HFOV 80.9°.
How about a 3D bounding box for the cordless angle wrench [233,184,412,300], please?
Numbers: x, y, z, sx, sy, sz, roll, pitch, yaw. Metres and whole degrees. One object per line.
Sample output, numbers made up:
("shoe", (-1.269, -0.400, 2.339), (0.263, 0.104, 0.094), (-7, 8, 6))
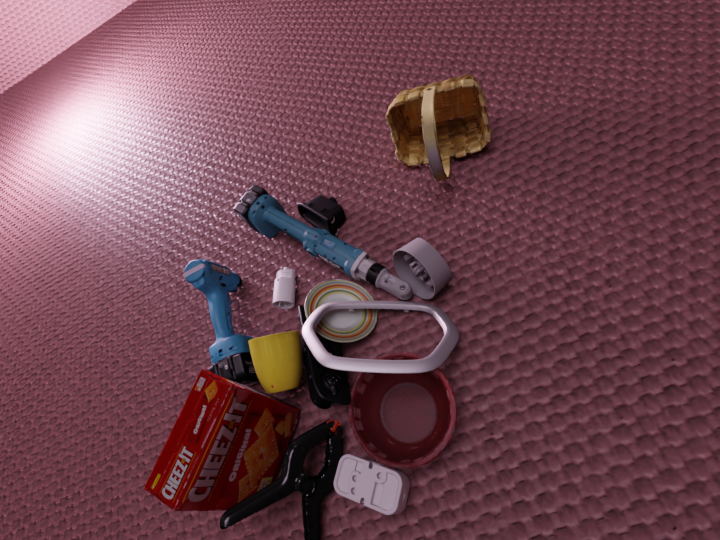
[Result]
("cordless angle wrench", (-0.082, -0.053, 0.837), (0.445, 0.093, 0.074), (29, 74, 31))

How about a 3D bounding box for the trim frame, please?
("trim frame", (0.029, 0.098, 0.679), (0.252, 0.027, 0.188), (-2, 32, 8))

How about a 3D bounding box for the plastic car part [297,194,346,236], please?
("plastic car part", (-0.076, -0.126, 0.894), (0.070, 0.063, 0.123), (-37, 50, -17))

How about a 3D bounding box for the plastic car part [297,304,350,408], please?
("plastic car part", (-0.071, 0.148, 0.714), (0.067, 0.063, 0.212), (-57, 32, 22))

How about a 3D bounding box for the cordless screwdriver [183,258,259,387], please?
("cordless screwdriver", (-0.249, 0.101, 0.817), (0.075, 0.152, 0.256), (-28, 71, 11))
